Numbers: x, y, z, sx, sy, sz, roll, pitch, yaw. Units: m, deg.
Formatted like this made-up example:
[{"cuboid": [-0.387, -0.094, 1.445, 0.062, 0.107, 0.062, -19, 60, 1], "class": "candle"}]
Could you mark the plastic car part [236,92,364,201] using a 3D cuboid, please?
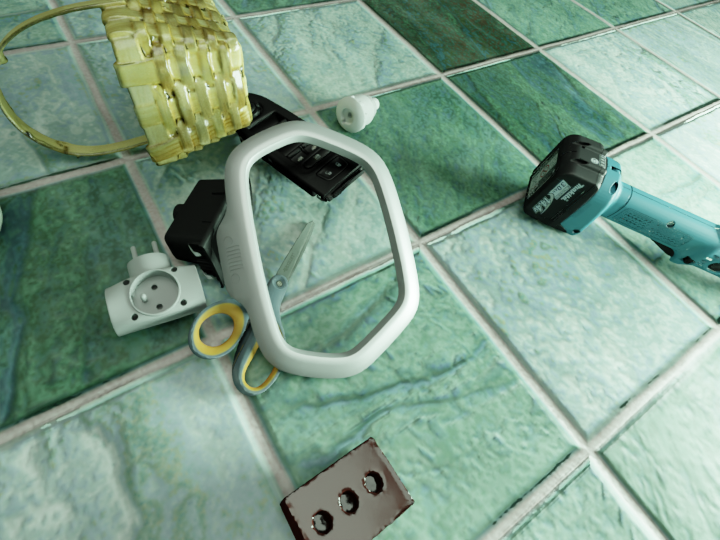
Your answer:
[{"cuboid": [-0.086, -0.144, 0.495, 0.211, 0.065, 0.066, 40, 77, 20], "class": "plastic car part"}]

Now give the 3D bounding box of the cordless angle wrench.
[{"cuboid": [0.411, -0.024, 0.493, 0.426, 0.097, 0.075, 26, 59, 4], "class": "cordless angle wrench"}]

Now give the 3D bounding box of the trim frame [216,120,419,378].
[{"cuboid": [-0.039, -0.026, 0.399, 0.180, 0.028, 0.250, -12, 84, -18], "class": "trim frame"}]

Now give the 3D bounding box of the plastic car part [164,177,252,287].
[{"cuboid": [-0.159, -0.050, 0.432, 0.072, 0.063, 0.119, 3, 52, 6], "class": "plastic car part"}]
